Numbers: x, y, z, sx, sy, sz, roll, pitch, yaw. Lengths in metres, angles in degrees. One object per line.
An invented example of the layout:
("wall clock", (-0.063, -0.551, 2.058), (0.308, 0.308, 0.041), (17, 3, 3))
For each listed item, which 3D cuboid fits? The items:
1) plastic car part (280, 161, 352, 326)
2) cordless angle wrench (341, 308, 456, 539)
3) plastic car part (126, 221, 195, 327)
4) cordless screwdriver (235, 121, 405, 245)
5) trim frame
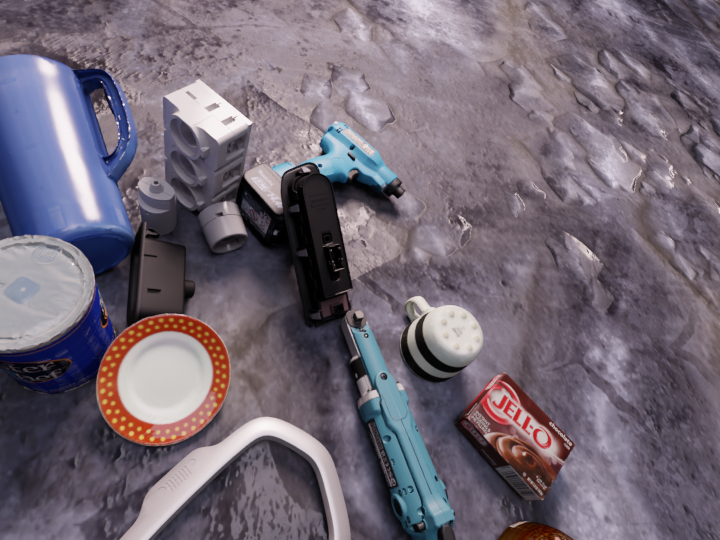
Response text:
("plastic car part", (-0.050, -0.033, 0.515), (0.064, 0.069, 0.202), (-14, 93, -22))
("cordless angle wrench", (0.061, 0.233, 0.428), (0.072, 0.097, 0.440), (-8, 58, -25))
("plastic car part", (-0.230, 0.013, 0.491), (0.068, 0.067, 0.120), (5, 60, -34))
("cordless screwdriver", (-0.050, -0.121, 0.619), (0.162, 0.074, 0.245), (42, 52, 9))
("trim frame", (-0.117, 0.257, 0.388), (0.188, 0.027, 0.245), (43, 58, 10))
